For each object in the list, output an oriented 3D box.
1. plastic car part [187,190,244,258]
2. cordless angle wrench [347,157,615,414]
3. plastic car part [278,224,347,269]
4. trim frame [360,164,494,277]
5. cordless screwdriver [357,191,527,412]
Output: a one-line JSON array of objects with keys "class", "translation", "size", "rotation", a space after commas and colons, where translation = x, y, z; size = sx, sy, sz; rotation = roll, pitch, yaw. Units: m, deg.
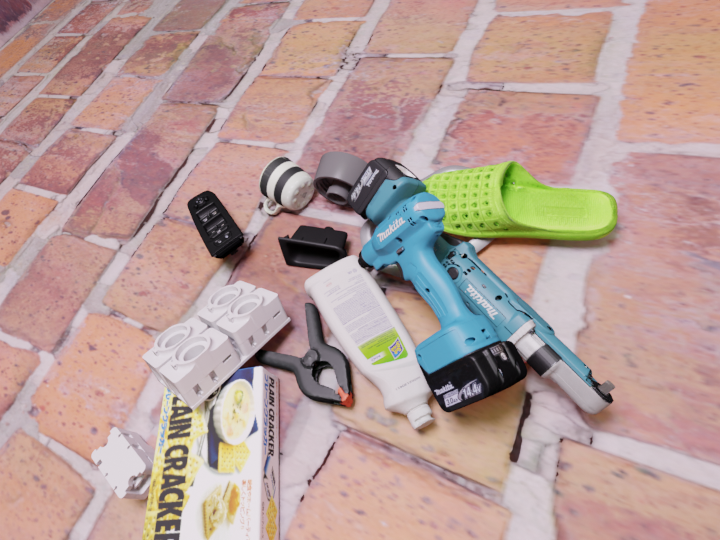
[{"class": "plastic car part", "translation": [-0.272, -0.088, 0.805], "size": [0.066, 0.063, 0.214], "rotation": [-42, 52, -1]}, {"class": "cordless angle wrench", "translation": [0.136, 0.002, 0.564], "size": [0.445, 0.071, 0.098], "rotation": [51, 120, 32]}, {"class": "plastic car part", "translation": [-0.070, -0.046, 0.719], "size": [0.120, 0.063, 0.072], "rotation": [6, 48, 18]}, {"class": "trim frame", "translation": [0.116, -0.081, 0.689], "size": [0.248, 0.026, 0.194], "rotation": [-37, 56, -3]}, {"class": "cordless screwdriver", "translation": [0.081, 0.043, 0.535], "size": [0.071, 0.161, 0.256], "rotation": [-7, 67, -37]}]
